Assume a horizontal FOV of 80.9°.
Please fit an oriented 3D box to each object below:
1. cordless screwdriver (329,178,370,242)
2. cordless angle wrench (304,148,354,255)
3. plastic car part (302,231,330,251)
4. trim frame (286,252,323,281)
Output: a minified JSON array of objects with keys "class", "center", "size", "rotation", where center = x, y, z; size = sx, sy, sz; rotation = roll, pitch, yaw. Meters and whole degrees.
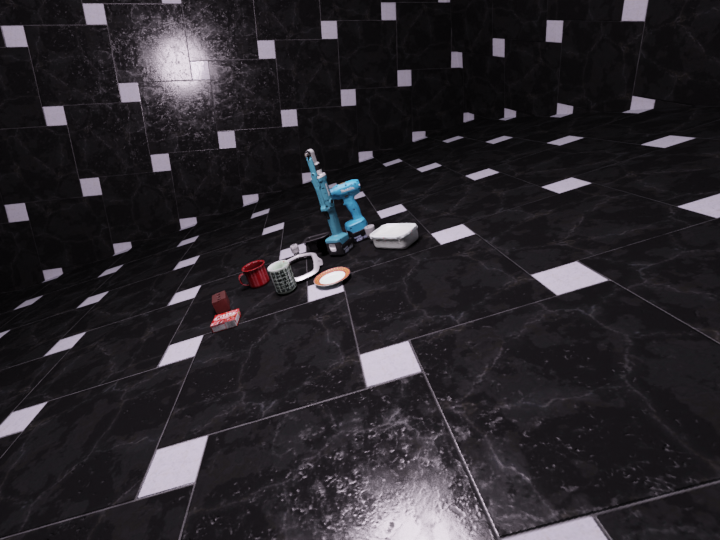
[{"class":"cordless screwdriver","center":[-0.053,-0.233,1.719],"size":[0.159,0.242,0.076],"rotation":[-18,19,-2]},{"class":"cordless angle wrench","center":[-0.131,-0.259,1.620],"size":[0.078,0.411,0.096],"rotation":[-2,24,37]},{"class":"plastic car part","center":[-0.172,-0.113,1.761],"size":[0.119,0.069,0.066],"rotation":[-11,22,19]},{"class":"trim frame","center":[-0.237,-0.011,1.638],"size":[0.184,0.027,0.256],"rotation":[-19,23,-1]}]
